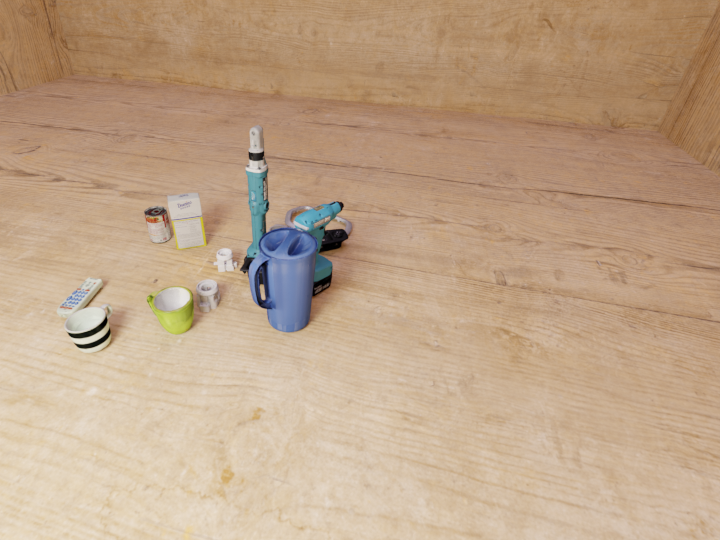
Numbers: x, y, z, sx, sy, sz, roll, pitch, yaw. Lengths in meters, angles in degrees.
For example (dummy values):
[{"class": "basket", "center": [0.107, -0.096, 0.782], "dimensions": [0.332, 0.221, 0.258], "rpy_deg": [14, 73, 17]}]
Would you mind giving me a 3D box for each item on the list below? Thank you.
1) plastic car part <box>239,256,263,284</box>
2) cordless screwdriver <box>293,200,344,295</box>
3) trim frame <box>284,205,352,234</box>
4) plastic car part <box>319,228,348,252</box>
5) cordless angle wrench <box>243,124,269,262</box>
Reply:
[{"class": "plastic car part", "center": [-0.266, 0.012, 1.171], "dimensions": [0.119, 0.069, 0.066], "rpy_deg": [10, 35, 9]}, {"class": "cordless screwdriver", "center": [-0.108, -0.064, 1.138], "dimensions": [0.078, 0.242, 0.155], "rpy_deg": [29, 41, 29]}, {"class": "trim frame", "center": [-0.148, -0.167, 1.464], "dimensions": [0.259, 0.027, 0.181], "rpy_deg": [20, 39, 23]}, {"class": "plastic car part", "center": [-0.129, -0.084, 1.317], "dimensions": [0.197, 0.065, 0.070], "rpy_deg": [-16, 40, -25]}, {"class": "cordless angle wrench", "center": [-0.275, -0.182, 1.148], "dimensions": [0.076, 0.412, 0.098], "rpy_deg": [15, 35, 13]}]
